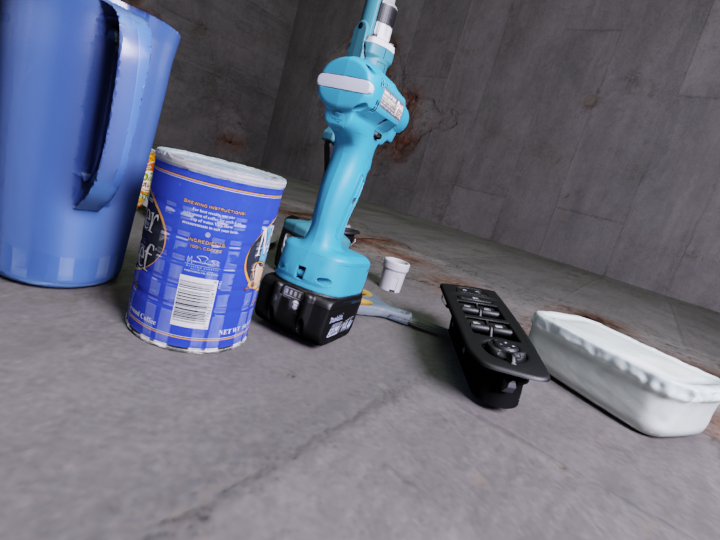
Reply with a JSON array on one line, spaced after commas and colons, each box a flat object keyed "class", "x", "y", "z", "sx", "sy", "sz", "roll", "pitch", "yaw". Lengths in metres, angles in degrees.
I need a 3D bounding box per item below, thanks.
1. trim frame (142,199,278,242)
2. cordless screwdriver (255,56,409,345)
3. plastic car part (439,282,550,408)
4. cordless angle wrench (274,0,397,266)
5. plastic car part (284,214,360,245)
[{"class": "trim frame", "x": -0.260, "y": -0.087, "z": 0.736, "sx": 0.258, "sy": 0.027, "sz": 0.179, "roll": 20, "pitch": 13, "yaw": 19}, {"class": "cordless screwdriver", "x": -0.013, "y": -0.062, "z": 0.416, "sx": 0.077, "sy": 0.247, "sz": 0.154, "roll": 20, "pitch": 12, "yaw": 20}, {"class": "plastic car part", "x": 0.119, "y": 0.068, "z": 0.420, "sx": 0.066, "sy": 0.066, "sz": 0.204, "roll": 16, "pitch": 13, "yaw": -1}, {"class": "cordless angle wrench", "x": -0.016, "y": -0.189, "z": 0.563, "sx": 0.093, "sy": 0.420, "sz": 0.079, "roll": 5, "pitch": 16, "yaw": -45}, {"class": "plastic car part", "x": -0.066, "y": -0.043, "z": 0.674, "sx": 0.117, "sy": 0.070, "sz": 0.066, "roll": 16, "pitch": 12, "yaw": 3}]
